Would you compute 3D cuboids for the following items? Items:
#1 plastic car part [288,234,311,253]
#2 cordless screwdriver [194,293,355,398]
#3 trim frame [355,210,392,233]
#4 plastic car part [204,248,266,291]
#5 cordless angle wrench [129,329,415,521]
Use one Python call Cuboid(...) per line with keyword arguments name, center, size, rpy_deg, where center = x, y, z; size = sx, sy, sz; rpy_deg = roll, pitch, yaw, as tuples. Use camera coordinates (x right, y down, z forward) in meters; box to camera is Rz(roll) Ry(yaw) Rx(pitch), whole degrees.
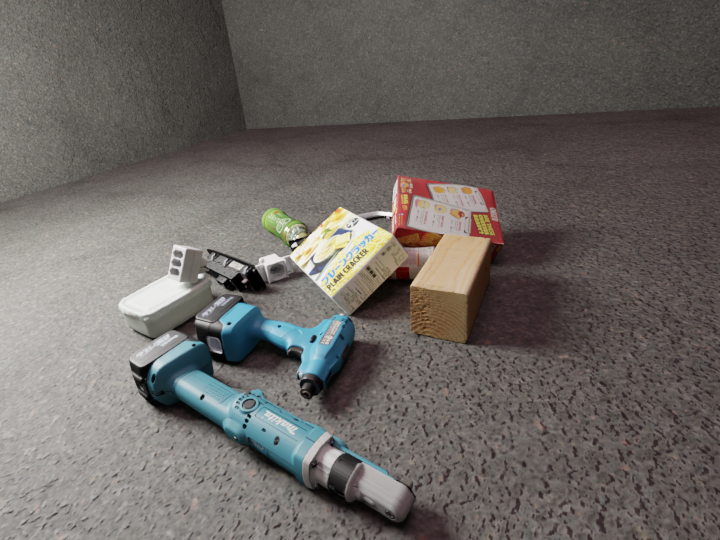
Cuboid(name="plastic car part", center=(-0.095, -0.062, 0.972), size=(0.113, 0.067, 0.072), rpy_deg=(-20, -7, -25))
Cuboid(name="cordless screwdriver", center=(-0.145, 0.115, 0.659), size=(0.257, 0.072, 0.158), rpy_deg=(6, 29, 19))
Cuboid(name="trim frame", center=(0.027, -0.104, 1.088), size=(0.190, 0.027, 0.248), rpy_deg=(-1, 26, 17))
Cuboid(name="plastic car part", center=(-0.294, 0.004, 0.939), size=(0.215, 0.063, 0.067), rpy_deg=(22, 64, 44))
Cuboid(name="cordless angle wrench", center=(-0.134, 0.184, 0.526), size=(0.445, 0.072, 0.096), rpy_deg=(14, 33, 34))
